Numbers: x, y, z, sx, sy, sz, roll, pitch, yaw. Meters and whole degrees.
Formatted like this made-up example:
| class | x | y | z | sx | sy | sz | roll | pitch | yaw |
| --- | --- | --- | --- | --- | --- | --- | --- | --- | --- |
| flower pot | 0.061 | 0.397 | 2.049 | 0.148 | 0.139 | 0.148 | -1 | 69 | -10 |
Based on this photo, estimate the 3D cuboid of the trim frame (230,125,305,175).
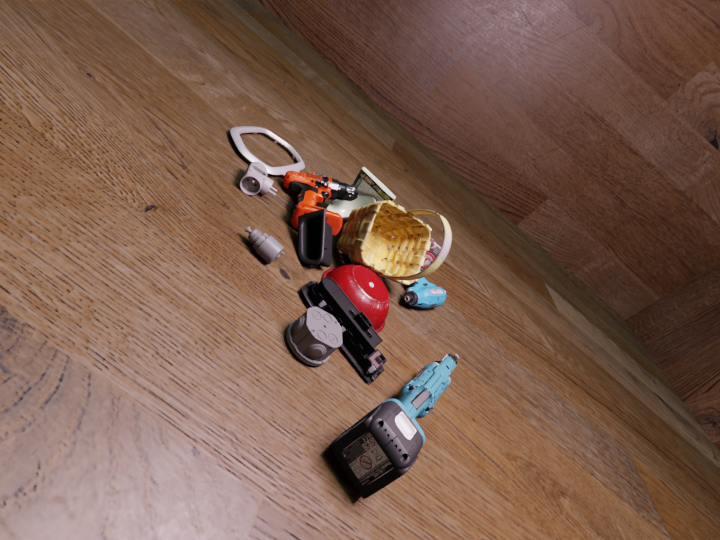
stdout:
| class | x | y | z | sx | sy | sz | roll | pitch | yaw |
| --- | --- | --- | --- | --- | --- | --- | --- | --- | --- |
| trim frame | -0.229 | -0.299 | 1.067 | 0.186 | 0.028 | 0.245 | 42 | 25 | 3 |

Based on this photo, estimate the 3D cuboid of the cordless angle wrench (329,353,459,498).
| class | x | y | z | sx | sy | sz | roll | pitch | yaw |
| --- | --- | --- | --- | --- | --- | --- | --- | --- | --- |
| cordless angle wrench | 0.093 | 0.206 | 0.685 | 0.076 | 0.099 | 0.408 | 51 | 23 | 13 |

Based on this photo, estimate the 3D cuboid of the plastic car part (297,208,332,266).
| class | x | y | z | sx | sy | sz | roll | pitch | yaw |
| --- | --- | --- | --- | --- | --- | --- | --- | --- | --- |
| plastic car part | -0.083 | -0.054 | 0.848 | 0.067 | 0.068 | 0.119 | 29 | 52 | -54 |

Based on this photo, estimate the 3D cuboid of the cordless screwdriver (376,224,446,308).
| class | x | y | z | sx | sy | sz | roll | pitch | yaw |
| --- | --- | --- | --- | --- | --- | --- | --- | --- | --- |
| cordless screwdriver | 0.103 | -0.017 | 1.040 | 0.151 | 0.075 | 0.259 | 4 | 49 | -51 |

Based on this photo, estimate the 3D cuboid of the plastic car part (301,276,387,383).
| class | x | y | z | sx | sy | sz | roll | pitch | yaw |
| --- | --- | --- | --- | --- | --- | --- | --- | --- | --- |
| plastic car part | -0.024 | 0.089 | 0.726 | 0.209 | 0.067 | 0.064 | 47 | 34 | 16 |
